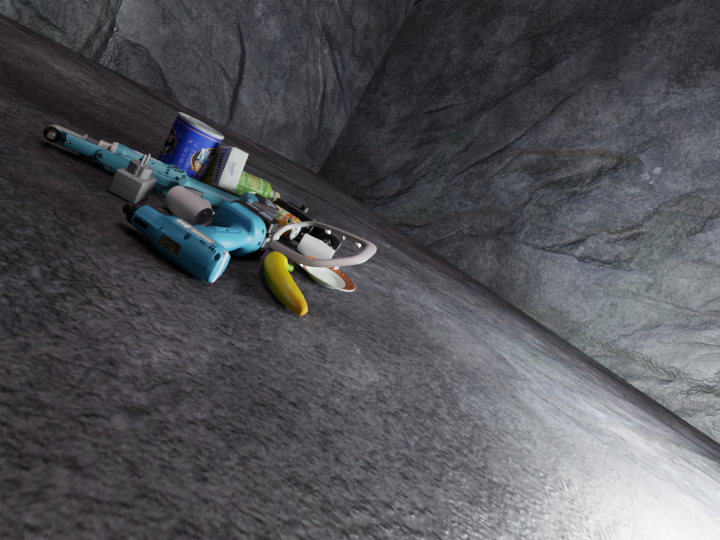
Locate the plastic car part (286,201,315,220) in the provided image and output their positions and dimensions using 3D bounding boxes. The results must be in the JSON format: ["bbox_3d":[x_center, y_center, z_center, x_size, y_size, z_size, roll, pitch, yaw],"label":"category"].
[{"bbox_3d":[-0.171,-0.147,1.145,0.117,0.071,0.066,28,13,1],"label":"plastic car part"}]

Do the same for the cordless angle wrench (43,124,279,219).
[{"bbox_3d":[-0.359,-0.170,0.799,0.404,0.074,0.103,22,15,-27],"label":"cordless angle wrench"}]

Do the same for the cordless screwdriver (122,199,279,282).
[{"bbox_3d":[-0.236,-0.066,0.661,0.161,0.074,0.246,31,16,3],"label":"cordless screwdriver"}]

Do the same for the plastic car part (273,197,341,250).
[{"bbox_3d":[-0.142,-0.097,1.054,0.209,0.066,0.065,33,-14,15],"label":"plastic car part"}]

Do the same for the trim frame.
[{"bbox_3d":[-0.085,-0.055,0.865,0.178,0.027,0.263,-25,33,-37],"label":"trim frame"}]
